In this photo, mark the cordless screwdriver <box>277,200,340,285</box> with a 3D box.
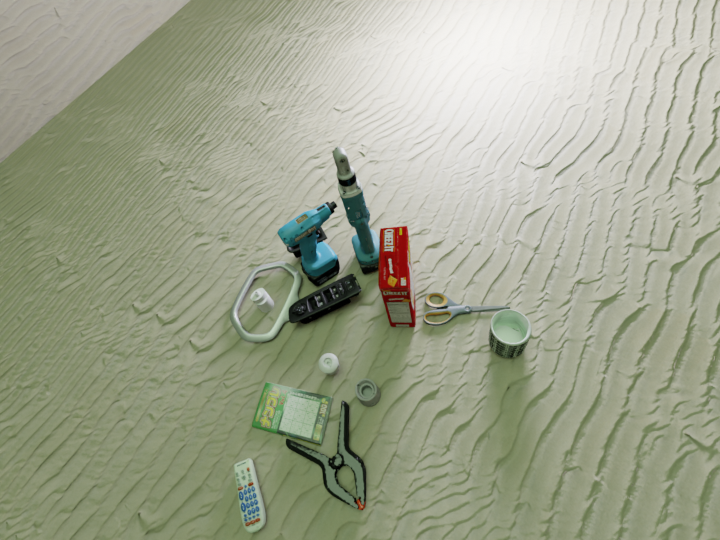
[{"bbox_3d":[-0.108,-0.070,1.102,0.158,0.238,0.078,-34,59,-8],"label":"cordless screwdriver"}]

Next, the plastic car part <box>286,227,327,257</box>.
[{"bbox_3d":[-0.154,-0.076,1.221,0.116,0.068,0.069,-27,57,-2],"label":"plastic car part"}]

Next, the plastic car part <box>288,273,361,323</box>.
[{"bbox_3d":[-0.094,0.083,1.108,0.203,0.064,0.069,-24,57,0],"label":"plastic car part"}]

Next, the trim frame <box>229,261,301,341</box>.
[{"bbox_3d":[-0.262,0.083,1.180,0.192,0.026,0.250,12,63,22],"label":"trim frame"}]

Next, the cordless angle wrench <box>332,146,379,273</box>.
[{"bbox_3d":[-0.006,-0.133,1.010,0.074,0.404,0.102,-20,58,0],"label":"cordless angle wrench"}]
